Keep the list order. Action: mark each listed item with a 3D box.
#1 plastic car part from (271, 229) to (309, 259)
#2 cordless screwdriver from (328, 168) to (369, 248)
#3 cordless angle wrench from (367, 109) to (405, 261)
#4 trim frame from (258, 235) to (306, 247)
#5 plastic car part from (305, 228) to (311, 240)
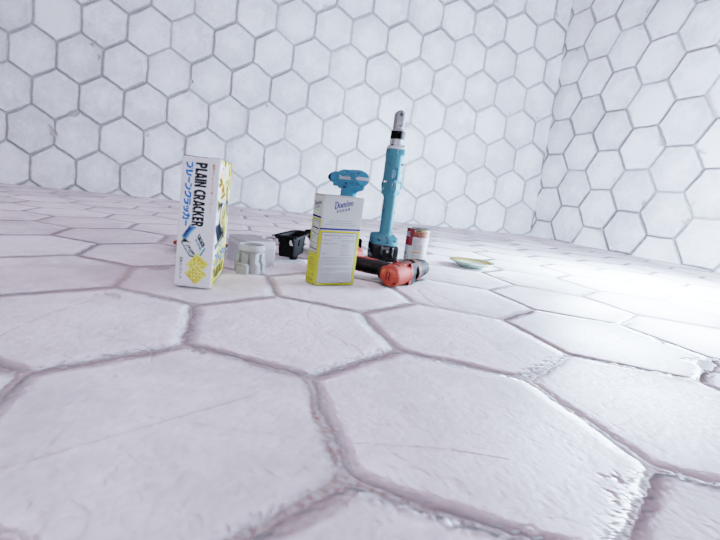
[{"bbox_3d":[-0.168,-0.061,1.054,0.068,0.070,0.114,9,10,15],"label":"plastic car part"},{"bbox_3d":[-0.055,-0.179,1.273,0.071,0.247,0.168,1,11,-40],"label":"cordless screwdriver"},{"bbox_3d":[0.086,-0.239,1.201,0.073,0.420,0.100,6,8,-8],"label":"cordless angle wrench"},{"bbox_3d":[-0.257,-0.078,1.208,0.188,0.027,0.246,8,11,8],"label":"trim frame"},{"bbox_3d":[-0.114,-0.075,1.169,0.065,0.066,0.208,5,10,-13],"label":"plastic car part"}]
